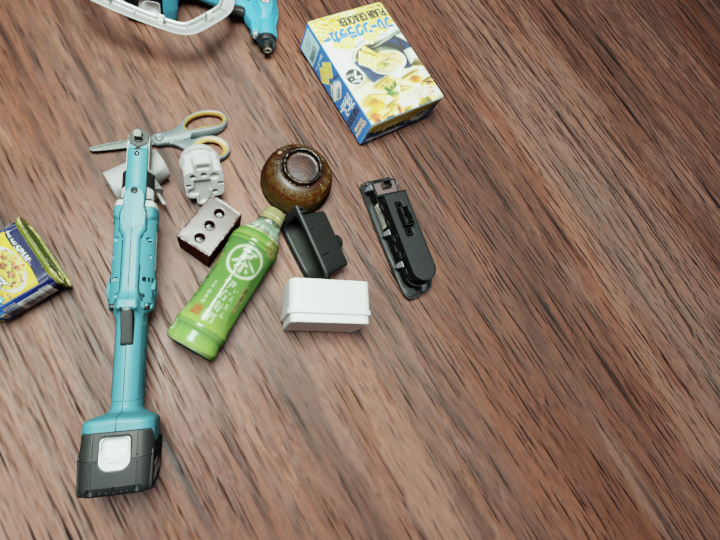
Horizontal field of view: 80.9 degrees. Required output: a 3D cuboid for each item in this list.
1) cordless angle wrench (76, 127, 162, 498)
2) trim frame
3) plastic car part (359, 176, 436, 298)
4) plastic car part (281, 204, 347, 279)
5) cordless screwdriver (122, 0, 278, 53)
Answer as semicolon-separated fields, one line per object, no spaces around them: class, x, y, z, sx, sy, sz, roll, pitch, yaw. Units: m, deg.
cordless angle wrench;-0.276;0.026;0.511;0.072;0.099;0.429;0;76;-18
trim frame;-0.309;-0.442;0.623;0.242;0.028;0.187;16;67;-14
plastic car part;0.069;-0.059;0.663;0.064;0.068;0.206;-13;79;-27
plastic car part;-0.061;-0.040;0.626;0.069;0.067;0.117;-26;85;-36
cordless screwdriver;-0.257;-0.438;0.694;0.241;0.075;0.162;-4;74;-20
